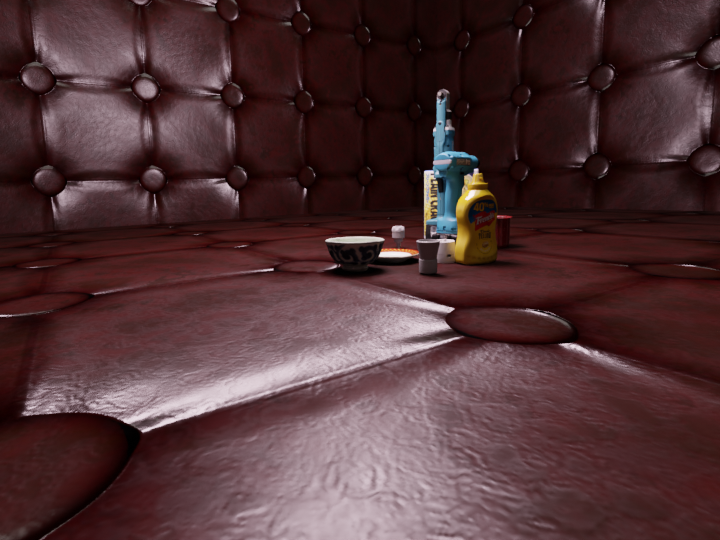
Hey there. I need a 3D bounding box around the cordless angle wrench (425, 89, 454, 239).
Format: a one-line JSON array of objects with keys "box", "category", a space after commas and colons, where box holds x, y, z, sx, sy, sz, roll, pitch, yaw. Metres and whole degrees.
[{"box": [0.229, -0.278, 1.167, 0.078, 0.419, 0.094, 5, 10, 37], "category": "cordless angle wrench"}]

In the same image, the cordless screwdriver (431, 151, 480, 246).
[{"box": [0.249, -0.170, 1.061, 0.152, 0.246, 0.078, -9, 11, -42], "category": "cordless screwdriver"}]
